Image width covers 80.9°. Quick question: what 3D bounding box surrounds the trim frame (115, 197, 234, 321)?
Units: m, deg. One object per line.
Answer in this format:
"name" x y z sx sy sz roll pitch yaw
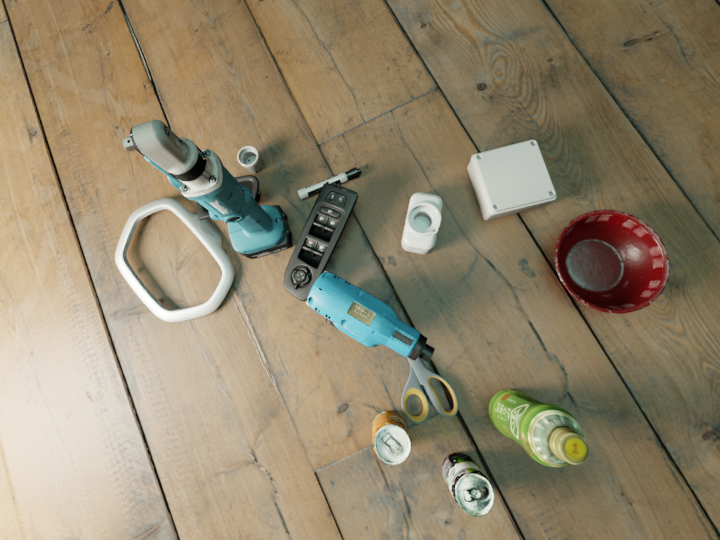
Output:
"trim frame" -0.341 -0.021 0.776 0.184 0.027 0.255 -44 77 -3

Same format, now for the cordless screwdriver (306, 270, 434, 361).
"cordless screwdriver" 0.016 0.073 0.601 0.162 0.244 0.074 30 84 8

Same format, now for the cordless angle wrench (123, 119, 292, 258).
"cordless angle wrench" -0.178 -0.093 0.571 0.098 0.415 0.075 -16 82 0

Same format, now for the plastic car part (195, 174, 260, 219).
"plastic car part" -0.229 -0.126 0.761 0.117 0.069 0.067 -11 80 4

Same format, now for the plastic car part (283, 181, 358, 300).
"plastic car part" -0.071 -0.046 0.727 0.068 0.066 0.203 23 83 8
